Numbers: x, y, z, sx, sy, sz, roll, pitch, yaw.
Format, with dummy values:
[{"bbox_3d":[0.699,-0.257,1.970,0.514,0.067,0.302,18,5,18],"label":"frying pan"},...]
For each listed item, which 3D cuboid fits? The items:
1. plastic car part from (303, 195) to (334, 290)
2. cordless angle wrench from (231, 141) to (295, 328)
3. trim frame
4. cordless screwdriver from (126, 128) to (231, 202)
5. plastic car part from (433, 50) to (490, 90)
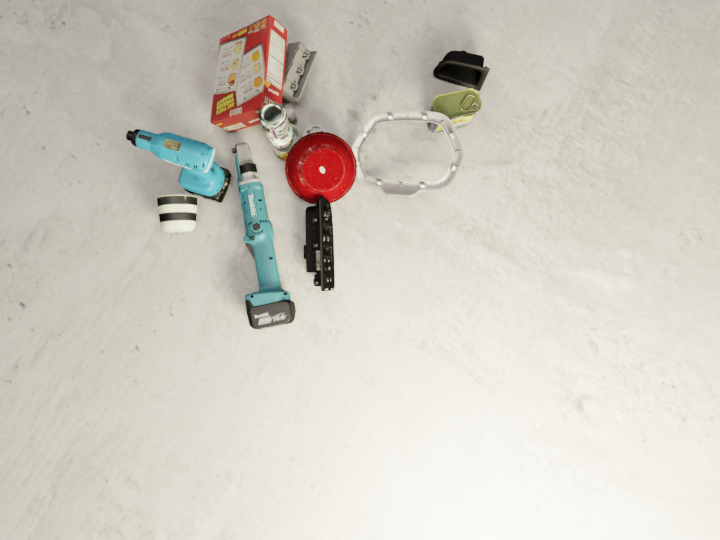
[{"bbox_3d":[-0.090,-0.059,0.920,0.070,0.063,0.203,0,87,30],"label":"plastic car part"},{"bbox_3d":[-0.226,-0.088,0.931,0.098,0.073,0.430,-12,78,-1],"label":"cordless angle wrench"},{"bbox_3d":[0.095,-0.253,0.917,0.257,0.027,0.183,9,99,20],"label":"trim frame"},{"bbox_3d":[-0.359,-0.216,0.865,0.159,0.249,0.074,17,84,-4],"label":"cordless screwdriver"},{"bbox_3d":[0.236,-0.473,0.974,0.118,0.064,0.071,21,68,8],"label":"plastic car part"}]
